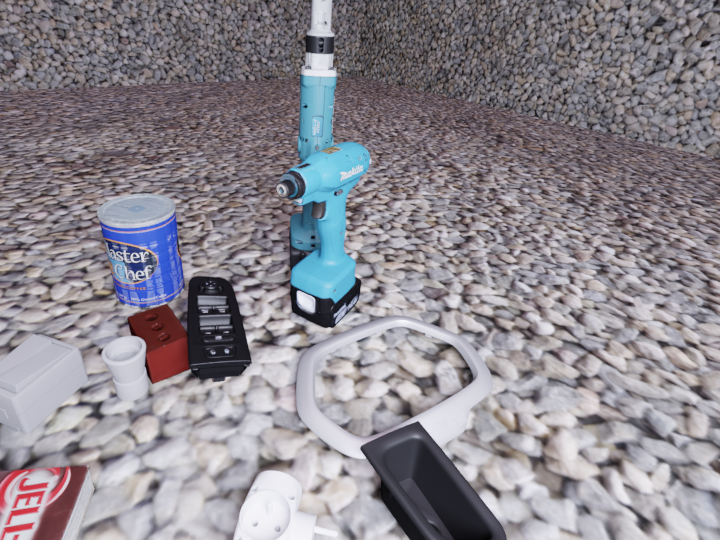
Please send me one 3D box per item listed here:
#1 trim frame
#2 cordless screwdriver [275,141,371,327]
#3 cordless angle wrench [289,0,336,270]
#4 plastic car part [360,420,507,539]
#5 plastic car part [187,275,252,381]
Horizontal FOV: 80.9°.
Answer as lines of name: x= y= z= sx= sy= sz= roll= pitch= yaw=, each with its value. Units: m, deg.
trim frame: x=0.039 y=0.128 z=0.507 sx=0.240 sy=0.027 sz=0.195 roll=-17 pitch=37 yaw=-29
cordless screwdriver: x=-0.055 y=-0.036 z=0.559 sx=0.078 sy=0.243 sz=0.156 roll=21 pitch=34 yaw=24
cordless angle wrench: x=-0.070 y=-0.195 z=0.655 sx=0.073 sy=0.413 sz=0.101 roll=1 pitch=30 yaw=-10
plastic car part: x=0.055 y=0.199 z=0.351 sx=0.064 sy=0.069 sz=0.123 roll=-13 pitch=35 yaw=-27
plastic car part: x=-0.186 y=0.072 z=0.541 sx=0.065 sy=0.065 sz=0.213 roll=-7 pitch=33 yaw=-19
